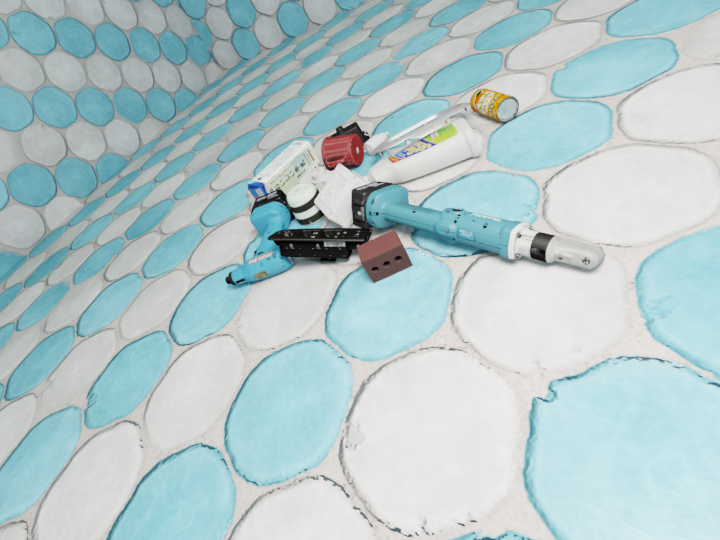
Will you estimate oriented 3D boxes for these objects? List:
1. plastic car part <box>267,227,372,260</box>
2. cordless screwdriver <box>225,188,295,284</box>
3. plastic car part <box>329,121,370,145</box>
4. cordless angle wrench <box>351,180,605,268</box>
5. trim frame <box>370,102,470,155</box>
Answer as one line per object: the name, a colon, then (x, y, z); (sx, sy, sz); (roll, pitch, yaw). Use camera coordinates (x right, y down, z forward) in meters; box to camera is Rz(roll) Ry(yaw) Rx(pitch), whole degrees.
plastic car part: (-0.082, -0.053, 0.835); (0.208, 0.065, 0.067); (5, 32, 14)
cordless screwdriver: (-0.230, -0.074, 0.987); (0.162, 0.070, 0.257); (-22, 42, 16)
plastic car part: (-0.038, -0.369, 1.171); (0.118, 0.067, 0.068); (-22, 36, 11)
cordless angle wrench: (0.158, -0.075, 0.694); (0.095, 0.072, 0.448); (-24, 32, -36)
trim frame: (0.137, -0.327, 0.985); (0.249, 0.027, 0.188); (-26, 17, 3)
